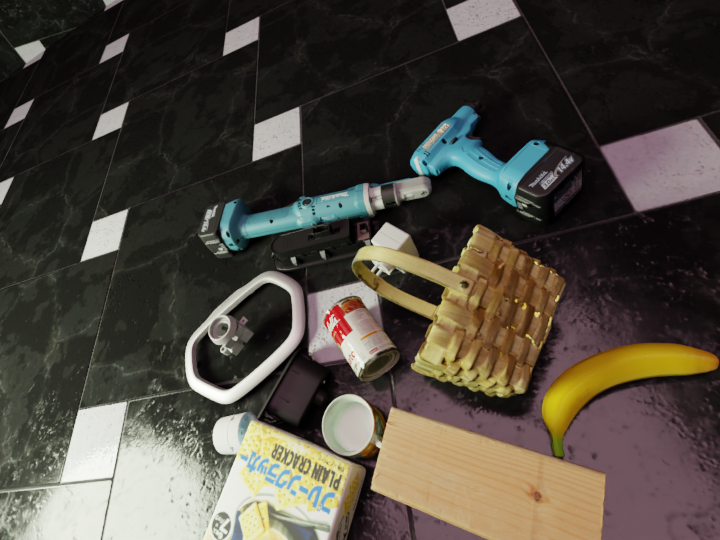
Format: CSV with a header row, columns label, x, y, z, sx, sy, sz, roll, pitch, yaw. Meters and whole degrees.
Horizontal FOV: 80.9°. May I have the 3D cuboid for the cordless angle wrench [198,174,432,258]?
label,x,y,z,sx,sy,sz,roll,pitch,yaw
cordless angle wrench,-0.088,-0.106,0.758,0.434,0.070,0.100,-9,51,18

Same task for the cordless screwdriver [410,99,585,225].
label,x,y,z,sx,sy,sz,roll,pitch,yaw
cordless screwdriver,0.216,-0.181,0.654,0.159,0.070,0.263,-48,50,-6

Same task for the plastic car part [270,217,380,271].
label,x,y,z,sx,sy,sz,roll,pitch,yaw
plastic car part,-0.071,-0.046,0.721,0.208,0.063,0.068,-15,59,21

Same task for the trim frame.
label,x,y,z,sx,sy,sz,roll,pitch,yaw
trim frame,-0.195,0.107,0.714,0.248,0.026,0.194,-44,54,0

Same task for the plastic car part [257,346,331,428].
label,x,y,z,sx,sy,sz,roll,pitch,yaw
plastic car part,-0.084,0.176,0.606,0.074,0.063,0.116,26,72,18
